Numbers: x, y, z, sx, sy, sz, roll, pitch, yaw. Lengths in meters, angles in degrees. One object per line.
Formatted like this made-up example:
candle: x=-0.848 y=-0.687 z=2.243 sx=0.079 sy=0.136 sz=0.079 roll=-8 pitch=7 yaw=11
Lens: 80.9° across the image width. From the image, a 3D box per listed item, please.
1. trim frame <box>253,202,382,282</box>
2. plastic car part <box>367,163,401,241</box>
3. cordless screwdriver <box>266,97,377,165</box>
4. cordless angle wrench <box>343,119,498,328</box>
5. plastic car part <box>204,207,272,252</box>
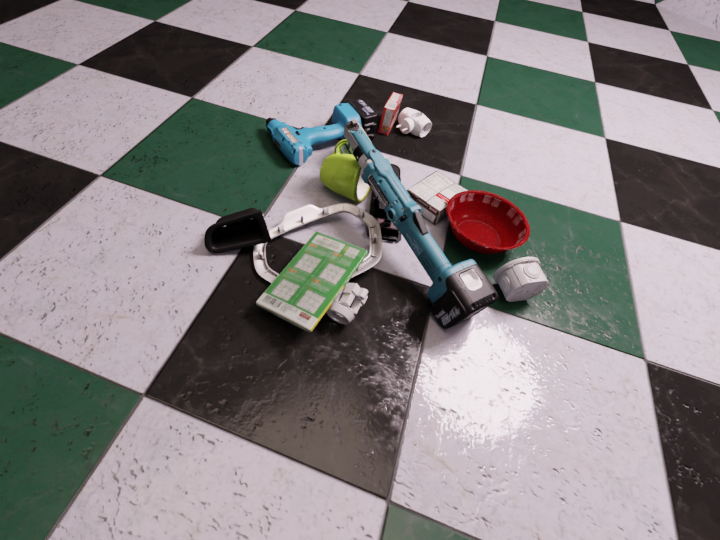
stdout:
trim frame: x=-0.075 y=-0.049 z=0.772 sx=0.244 sy=0.026 sz=0.193 roll=-25 pitch=55 yaw=-15
plastic car part: x=0.055 y=-0.153 z=0.871 sx=0.067 sy=0.065 sz=0.208 roll=3 pitch=47 yaw=4
cordless screwdriver: x=-0.094 y=-0.344 z=1.008 sx=0.244 sy=0.072 sz=0.167 roll=-26 pitch=57 yaw=-21
cordless angle wrench: x=0.076 y=-0.106 z=0.753 sx=0.072 sy=0.097 sz=0.438 roll=-20 pitch=67 yaw=-24
plastic car part: x=-0.224 y=-0.080 z=0.769 sx=0.117 sy=0.063 sz=0.073 roll=-12 pitch=32 yaw=4
